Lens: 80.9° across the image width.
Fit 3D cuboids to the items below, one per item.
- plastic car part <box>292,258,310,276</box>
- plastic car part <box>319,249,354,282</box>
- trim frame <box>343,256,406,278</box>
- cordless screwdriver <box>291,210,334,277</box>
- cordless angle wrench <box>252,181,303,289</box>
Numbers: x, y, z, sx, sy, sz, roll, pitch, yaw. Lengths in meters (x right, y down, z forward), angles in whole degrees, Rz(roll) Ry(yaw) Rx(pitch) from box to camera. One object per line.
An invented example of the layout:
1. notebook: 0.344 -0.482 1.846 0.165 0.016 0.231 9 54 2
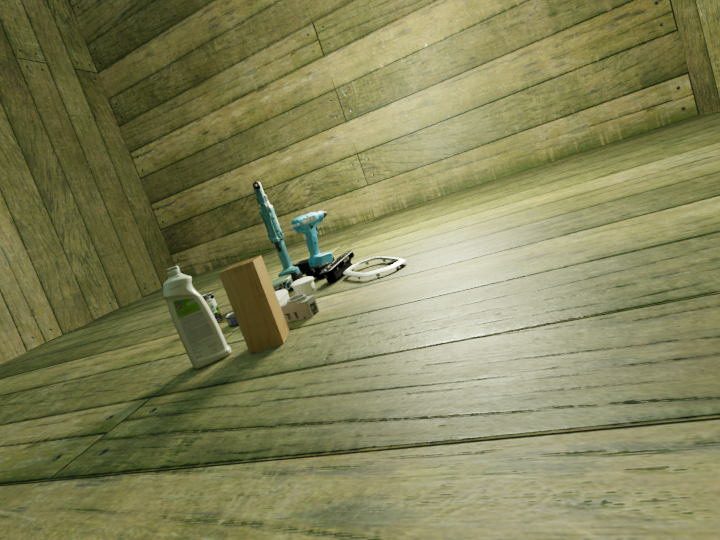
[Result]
1. plastic car part: -0.215 -0.011 1.731 0.118 0.070 0.066 -18 9 11
2. plastic car part: -0.081 -0.010 1.506 0.069 0.066 0.198 -14 12 31
3. trim frame: 0.046 -0.012 1.399 0.180 0.027 0.257 -24 12 -21
4. cordless screwdriver: -0.159 -0.104 1.625 0.154 0.246 0.077 -25 9 -38
5. cordless angle wrench: -0.320 -0.132 1.591 0.075 0.419 0.098 -19 6 7
